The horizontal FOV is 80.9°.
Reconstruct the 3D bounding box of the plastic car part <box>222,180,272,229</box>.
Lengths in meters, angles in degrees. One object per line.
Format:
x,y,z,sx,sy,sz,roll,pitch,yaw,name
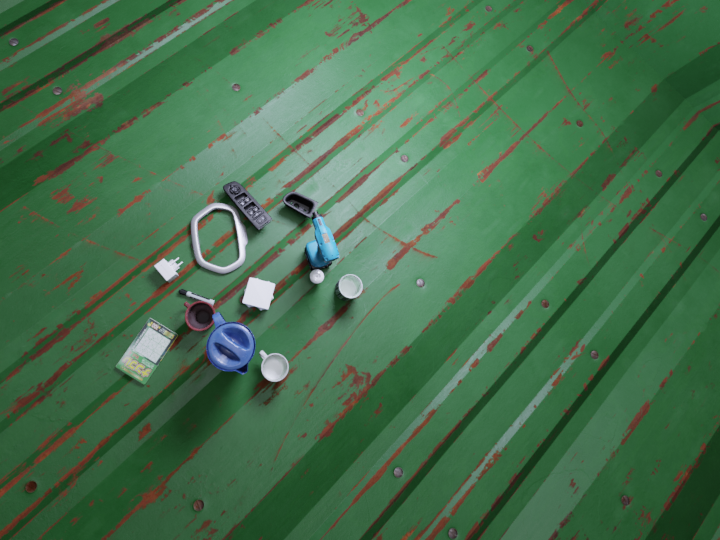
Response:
-0.393,-0.225,1.462,0.066,0.067,0.205,-40,86,-15,plastic car part

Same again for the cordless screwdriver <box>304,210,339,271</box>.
-0.134,-0.088,1.371,0.073,0.250,0.161,-18,84,-15,cordless screwdriver

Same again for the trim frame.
-0.480,-0.111,1.444,0.181,0.027,0.252,-11,79,-10,trim frame

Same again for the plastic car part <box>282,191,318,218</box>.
-0.216,-0.229,1.485,0.116,0.071,0.066,27,75,-3,plastic car part
